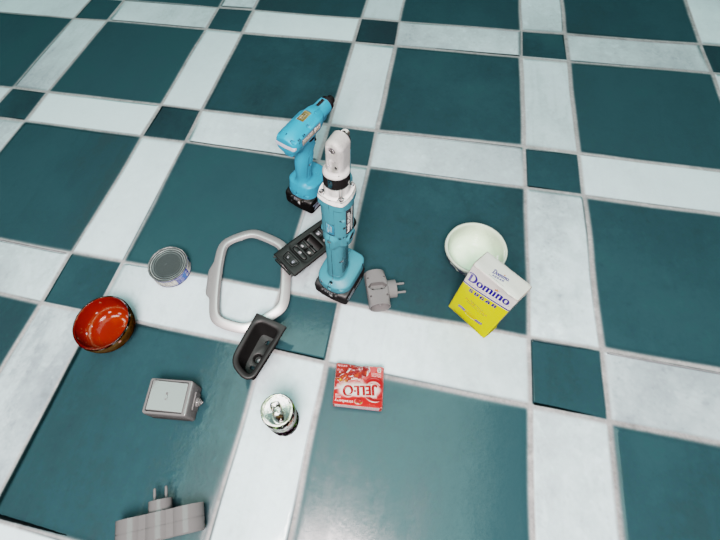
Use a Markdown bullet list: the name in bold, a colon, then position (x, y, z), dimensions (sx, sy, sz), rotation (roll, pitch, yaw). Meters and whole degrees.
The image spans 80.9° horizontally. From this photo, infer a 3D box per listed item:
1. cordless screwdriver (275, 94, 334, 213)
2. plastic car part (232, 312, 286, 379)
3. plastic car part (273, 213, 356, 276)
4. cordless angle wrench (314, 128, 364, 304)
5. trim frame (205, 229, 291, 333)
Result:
- **cordless screwdriver**: position (-0.105, -0.249, 0.922), dimensions (0.077, 0.241, 0.158), rotation (30, 65, 14)
- **plastic car part**: position (-0.192, 0.152, 0.794), dimensions (0.068, 0.069, 0.117), rotation (21, 63, 12)
- **plastic car part**: position (-0.089, -0.058, 0.912), dimensions (0.069, 0.065, 0.201), rotation (41, 70, 21)
- **cordless angle wrench**: position (-0.037, -0.070, 0.716), dimensions (0.076, 0.411, 0.098), rotation (27, 64, 12)
- **trim frame**: position (-0.239, 0.016, 0.900), dimensions (0.184, 0.027, 0.256), rotation (-5, 60, 1)
